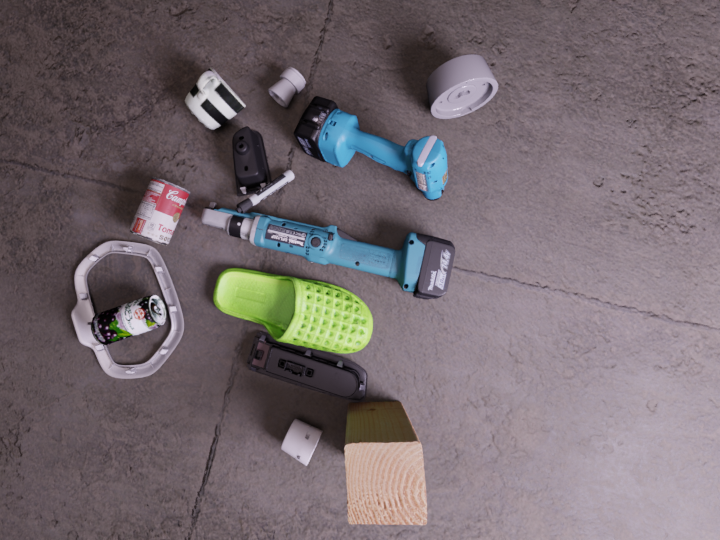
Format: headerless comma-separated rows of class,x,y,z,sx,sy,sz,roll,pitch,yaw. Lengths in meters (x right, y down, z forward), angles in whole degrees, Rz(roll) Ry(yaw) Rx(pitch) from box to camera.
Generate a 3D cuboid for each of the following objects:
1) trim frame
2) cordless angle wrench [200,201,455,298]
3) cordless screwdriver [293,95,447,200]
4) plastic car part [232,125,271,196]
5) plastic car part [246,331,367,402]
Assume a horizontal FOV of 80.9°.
trim frame,-0.410,0.065,0.736,0.185,0.027,0.251,-23,83,3
cordless angle wrench,-0.068,-0.045,0.700,0.430,0.073,0.098,13,84,9
cordless screwdriver,0.022,-0.188,0.691,0.259,0.152,0.074,26,82,22
plastic car part,-0.196,-0.196,0.731,0.066,0.070,0.117,-10,85,0
plastic car part,-0.084,0.157,0.679,0.205,0.066,0.067,16,78,4
